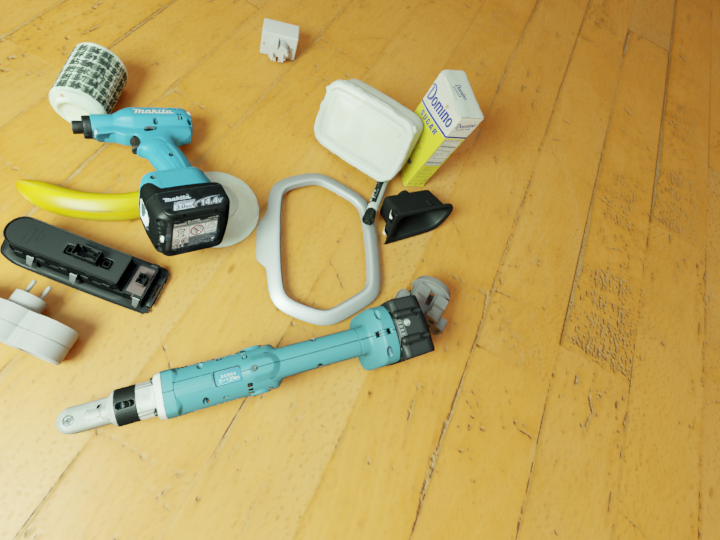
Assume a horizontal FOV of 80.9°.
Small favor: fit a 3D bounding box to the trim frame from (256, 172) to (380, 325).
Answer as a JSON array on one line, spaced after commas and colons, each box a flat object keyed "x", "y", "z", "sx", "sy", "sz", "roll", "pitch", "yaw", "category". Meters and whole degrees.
[{"x": -0.061, "y": -0.040, "z": 0.626, "sx": 0.180, "sy": 0.027, "sz": 0.255, "roll": 2, "pitch": 66, "yaw": -15, "category": "trim frame"}]

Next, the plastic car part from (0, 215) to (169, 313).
[{"x": -0.348, "y": -0.014, "z": 0.521, "sx": 0.202, "sy": 0.066, "sz": 0.067, "roll": 20, "pitch": 69, "yaw": -1, "category": "plastic car part"}]

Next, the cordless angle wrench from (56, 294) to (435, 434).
[{"x": -0.121, "y": 0.117, "z": 0.498, "sx": 0.414, "sy": 0.098, "sz": 0.076, "roll": -12, "pitch": 74, "yaw": -16, "category": "cordless angle wrench"}]

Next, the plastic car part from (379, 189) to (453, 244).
[{"x": 0.079, "y": -0.097, "z": 0.675, "sx": 0.113, "sy": 0.065, "sz": 0.074, "roll": -19, "pitch": 58, "yaw": -26, "category": "plastic car part"}]

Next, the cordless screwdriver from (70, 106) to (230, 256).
[{"x": -0.277, "y": -0.133, "z": 0.557, "sx": 0.153, "sy": 0.073, "sz": 0.261, "roll": -12, "pitch": 54, "yaw": -32, "category": "cordless screwdriver"}]
